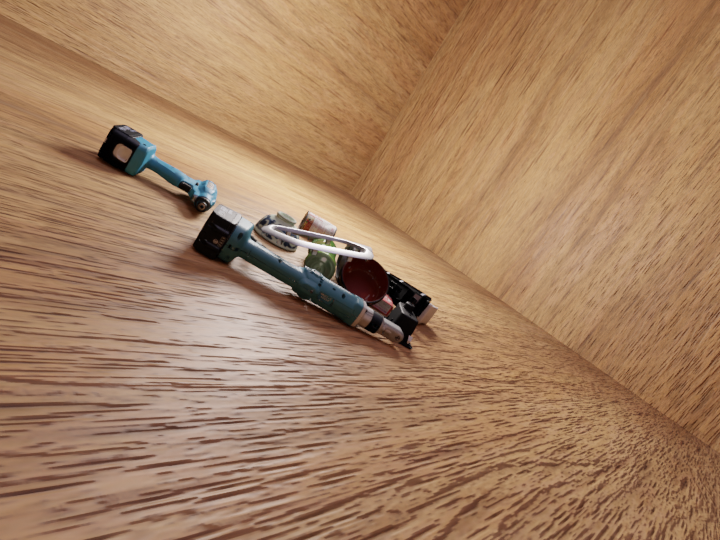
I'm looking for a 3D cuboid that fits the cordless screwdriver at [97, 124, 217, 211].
[{"bbox_3d":[-0.419,-0.206,0.896,0.239,0.074,0.165,31,11,-22],"label":"cordless screwdriver"}]

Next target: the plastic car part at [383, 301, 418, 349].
[{"bbox_3d":[0.088,0.102,0.895,0.065,0.071,0.118,31,15,-9],"label":"plastic car part"}]

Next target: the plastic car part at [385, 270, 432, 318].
[{"bbox_3d":[0.081,0.045,1.070,0.063,0.066,0.214,34,1,-36],"label":"plastic car part"}]

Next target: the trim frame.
[{"bbox_3d":[-0.085,-0.056,0.872,0.239,0.027,0.193,8,14,-25],"label":"trim frame"}]

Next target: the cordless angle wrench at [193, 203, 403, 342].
[{"bbox_3d":[-0.094,0.024,0.772,0.414,0.074,0.100,31,12,-11],"label":"cordless angle wrench"}]
